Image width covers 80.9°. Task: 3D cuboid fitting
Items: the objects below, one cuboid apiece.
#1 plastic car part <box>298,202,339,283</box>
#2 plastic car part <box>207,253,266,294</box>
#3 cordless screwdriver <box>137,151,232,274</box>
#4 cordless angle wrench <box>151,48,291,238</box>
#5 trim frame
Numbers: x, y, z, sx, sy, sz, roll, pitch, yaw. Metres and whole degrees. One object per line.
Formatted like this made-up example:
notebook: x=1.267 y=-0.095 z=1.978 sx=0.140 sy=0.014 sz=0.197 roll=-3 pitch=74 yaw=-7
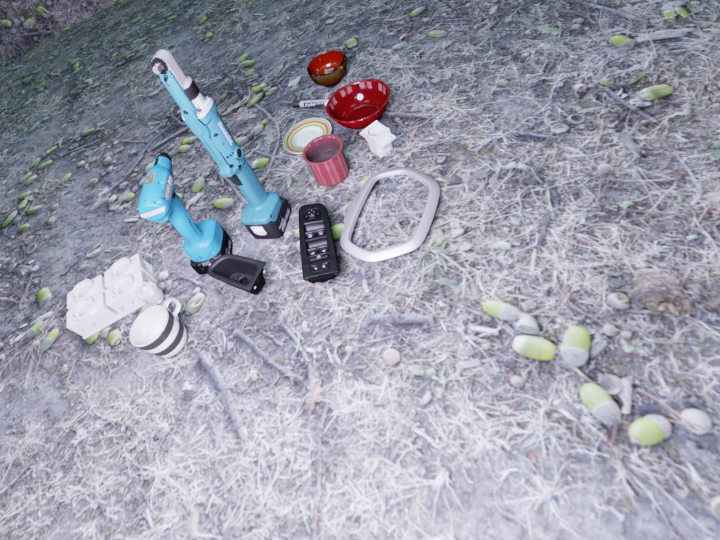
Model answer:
plastic car part: x=-0.081 y=-0.053 z=0.826 sx=0.067 sy=0.064 sz=0.211 roll=-18 pitch=52 yaw=7
plastic car part: x=-0.236 y=0.013 z=0.838 sx=0.122 sy=0.067 sz=0.066 roll=13 pitch=62 yaw=28
cordless screwdriver: x=-0.351 y=-0.112 z=0.863 sx=0.075 sy=0.236 sz=0.165 roll=-16 pitch=53 yaw=7
cordless angle wrench: x=-0.247 y=-0.214 z=0.787 sx=0.077 sy=0.402 sz=0.099 roll=1 pitch=57 yaw=19
trim frame: x=0.055 y=-0.117 z=0.841 sx=0.192 sy=0.026 sz=0.250 roll=8 pitch=60 yaw=26
